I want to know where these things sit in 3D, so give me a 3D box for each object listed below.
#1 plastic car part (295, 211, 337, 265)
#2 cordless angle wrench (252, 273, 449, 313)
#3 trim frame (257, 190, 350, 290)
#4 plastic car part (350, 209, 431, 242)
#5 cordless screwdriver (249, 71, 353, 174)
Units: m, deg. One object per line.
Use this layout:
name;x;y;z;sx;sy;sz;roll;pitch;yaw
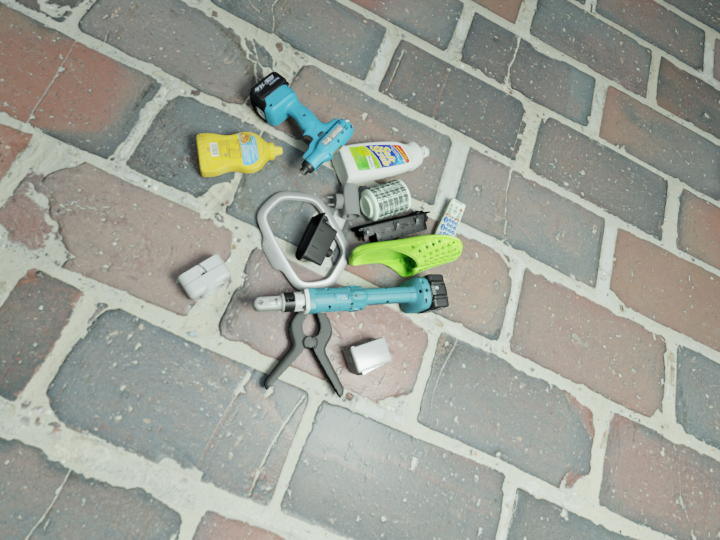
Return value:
plastic car part;-0.091;-0.060;0.932;0.068;0.068;0.117;28;71;-23
cordless angle wrench;-0.017;0.060;0.896;0.410;0.099;0.076;-2;73;-20
trim frame;-0.131;-0.071;0.964;0.180;0.028;0.251;-28;84;-21
plastic car part;0.083;-0.102;1.008;0.198;0.068;0.067;-20;91;-19
cordless screwdriver;-0.157;-0.340;0.986;0.255;0.073;0.158;39;77;12
